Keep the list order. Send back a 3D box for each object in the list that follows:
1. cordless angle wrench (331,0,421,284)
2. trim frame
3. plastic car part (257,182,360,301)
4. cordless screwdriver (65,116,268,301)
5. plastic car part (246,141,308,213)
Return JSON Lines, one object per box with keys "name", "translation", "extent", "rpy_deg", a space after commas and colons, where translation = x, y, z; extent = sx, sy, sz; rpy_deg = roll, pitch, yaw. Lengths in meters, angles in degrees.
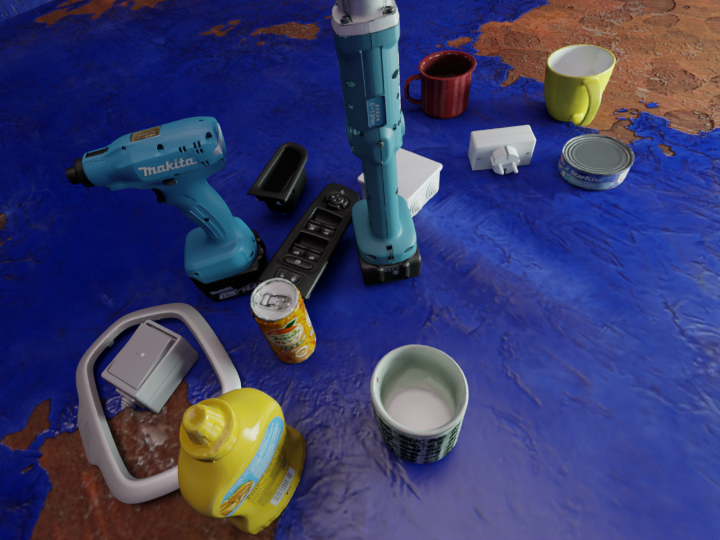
{"name": "cordless angle wrench", "translation": [0.014, -0.138, 0.410], "extent": [0.075, 0.406, 0.102], "rpy_deg": [-10, 52, 0]}
{"name": "trim frame", "translation": [-0.245, 0.137, 0.496], "extent": [0.182, 0.026, 0.262], "rpy_deg": [-37, 54, -16]}
{"name": "plastic car part", "translation": [-0.055, -0.036, 0.564], "extent": [0.069, 0.064, 0.204], "rpy_deg": [13, 57, 19]}
{"name": "cordless screwdriver", "translation": [-0.208, -0.058, 0.502], "extent": [0.159, 0.238, 0.077], "rpy_deg": [-13, 52, -1]}
{"name": "plastic car part", "translation": [-0.113, -0.133, 0.650], "extent": [0.068, 0.068, 0.117], "rpy_deg": [12, 56, 18]}
